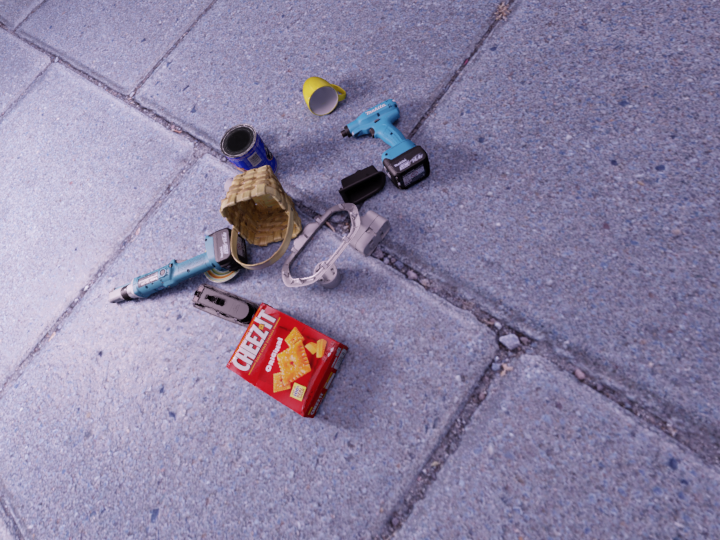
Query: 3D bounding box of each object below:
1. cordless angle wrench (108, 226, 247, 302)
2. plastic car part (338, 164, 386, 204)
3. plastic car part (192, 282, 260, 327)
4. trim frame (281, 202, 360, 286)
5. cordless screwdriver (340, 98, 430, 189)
[{"bbox_3d":[-0.487,0.010,1.084,0.431,0.070,0.101,-20,65,18],"label":"cordless angle wrench"},{"bbox_3d":[0.000,-0.216,1.036,0.117,0.062,0.074,-29,48,5],"label":"plastic car part"},{"bbox_3d":[-0.327,0.080,1.019,0.211,0.064,0.066,18,68,21],"label":"plastic car part"},{"bbox_3d":[-0.096,-0.063,0.985,0.248,0.026,0.194,-52,35,-4],"label":"trim frame"},{"bbox_3d":[0.058,-0.309,1.048,0.160,0.071,0.259,-27,59,6],"label":"cordless screwdriver"}]
